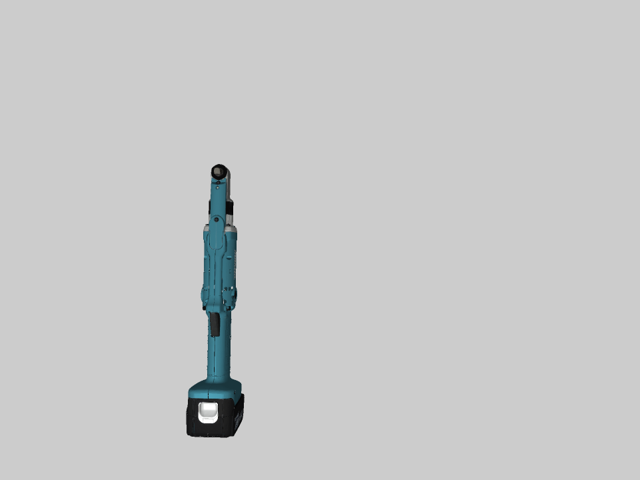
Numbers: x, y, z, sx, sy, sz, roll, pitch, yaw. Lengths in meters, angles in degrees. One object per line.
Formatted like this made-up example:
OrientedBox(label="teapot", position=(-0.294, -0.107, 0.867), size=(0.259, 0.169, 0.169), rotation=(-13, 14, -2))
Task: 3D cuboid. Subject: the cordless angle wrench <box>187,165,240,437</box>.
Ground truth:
OrientedBox(label="cordless angle wrench", position=(-0.164, 0.090, 0.685), size=(0.074, 0.422, 0.098), rotation=(1, -2, 1))
